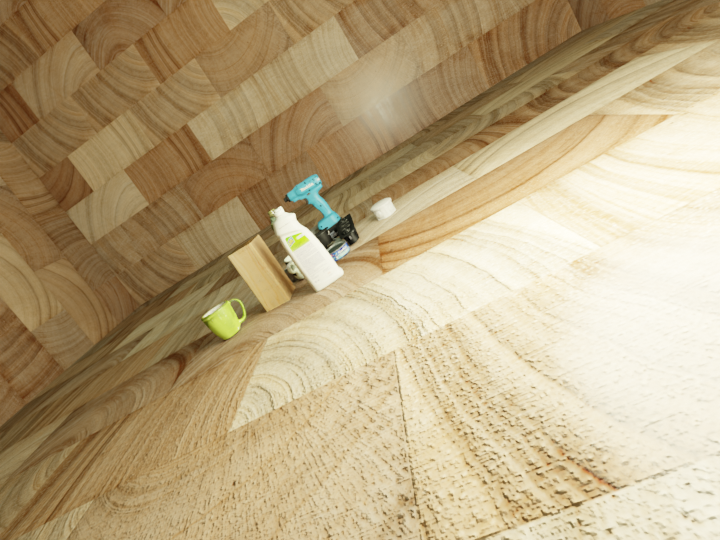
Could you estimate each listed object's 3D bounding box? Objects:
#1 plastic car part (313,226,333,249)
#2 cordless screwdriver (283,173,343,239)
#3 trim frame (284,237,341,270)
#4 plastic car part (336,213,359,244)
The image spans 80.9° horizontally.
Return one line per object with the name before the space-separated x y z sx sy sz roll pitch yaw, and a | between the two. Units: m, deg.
plastic car part | -0.149 -0.098 1.525 0.118 0.069 0.067 -29 15 13
cordless screwdriver | -0.172 -0.227 1.623 0.160 0.243 0.075 -31 12 9
trim frame | -0.171 -0.048 1.503 0.249 0.027 0.188 -33 17 2
plastic car part | -0.042 -0.134 1.439 0.067 0.065 0.207 -32 17 6
